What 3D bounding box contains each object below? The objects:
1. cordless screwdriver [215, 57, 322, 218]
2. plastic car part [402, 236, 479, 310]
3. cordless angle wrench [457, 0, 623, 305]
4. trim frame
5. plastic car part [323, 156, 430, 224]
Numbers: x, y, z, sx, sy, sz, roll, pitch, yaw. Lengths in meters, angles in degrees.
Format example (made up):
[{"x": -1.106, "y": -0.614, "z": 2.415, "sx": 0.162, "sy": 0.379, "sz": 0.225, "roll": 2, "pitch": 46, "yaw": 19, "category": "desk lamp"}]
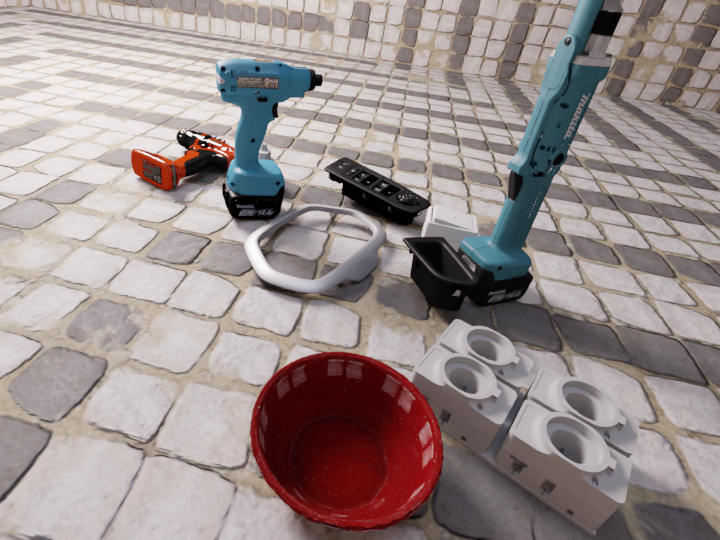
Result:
[{"x": -0.148, "y": -0.206, "z": 0.681, "sx": 0.154, "sy": 0.243, "sz": 0.078, "roll": -6, "pitch": 37, "yaw": -22, "category": "cordless screwdriver"}, {"x": 0.103, "y": 0.011, "z": 0.572, "sx": 0.064, "sy": 0.069, "sz": 0.122, "roll": -3, "pitch": 36, "yaw": -17, "category": "plastic car part"}, {"x": 0.217, "y": -0.142, "z": 0.509, "sx": 0.095, "sy": 0.414, "sz": 0.078, "roll": -6, "pitch": 38, "yaw": -23, "category": "cordless angle wrench"}, {"x": -0.064, "y": -0.042, "z": 0.652, "sx": 0.192, "sy": 0.027, "sz": 0.244, "roll": 24, "pitch": 38, "yaw": 22, "category": "trim frame"}, {"x": 0.026, "y": -0.139, "z": 0.773, "sx": 0.213, "sy": 0.065, "sz": 0.065, "roll": 29, "pitch": 39, "yaw": 27, "category": "plastic car part"}]
